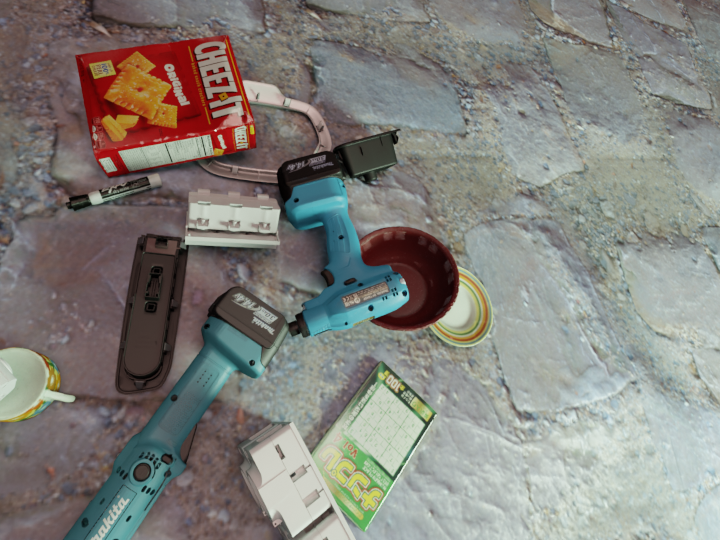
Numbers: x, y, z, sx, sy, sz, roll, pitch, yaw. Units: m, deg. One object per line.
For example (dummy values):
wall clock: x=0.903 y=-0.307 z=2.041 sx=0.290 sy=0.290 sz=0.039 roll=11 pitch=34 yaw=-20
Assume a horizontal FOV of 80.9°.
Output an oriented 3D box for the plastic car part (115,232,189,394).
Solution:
plastic car part: x=-0.252 y=0.045 z=0.516 sx=0.064 sy=0.068 sz=0.207 roll=9 pitch=68 yaw=-25

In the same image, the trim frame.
trim frame: x=-0.163 y=-0.224 z=0.678 sx=0.242 sy=0.027 sz=0.189 roll=2 pitch=67 yaw=-16

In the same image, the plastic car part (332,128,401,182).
plastic car part: x=0.014 y=-0.185 z=0.707 sx=0.114 sy=0.068 sz=0.071 roll=-24 pitch=94 yaw=-23

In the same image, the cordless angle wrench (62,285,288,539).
cordless angle wrench: x=-0.227 y=0.210 z=0.449 sx=0.097 sy=0.075 sz=0.423 roll=33 pitch=64 yaw=-5

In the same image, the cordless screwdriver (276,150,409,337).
cordless screwdriver: x=-0.057 y=-0.037 z=0.584 sx=0.158 sy=0.072 sz=0.258 roll=-21 pitch=67 yaw=-7
